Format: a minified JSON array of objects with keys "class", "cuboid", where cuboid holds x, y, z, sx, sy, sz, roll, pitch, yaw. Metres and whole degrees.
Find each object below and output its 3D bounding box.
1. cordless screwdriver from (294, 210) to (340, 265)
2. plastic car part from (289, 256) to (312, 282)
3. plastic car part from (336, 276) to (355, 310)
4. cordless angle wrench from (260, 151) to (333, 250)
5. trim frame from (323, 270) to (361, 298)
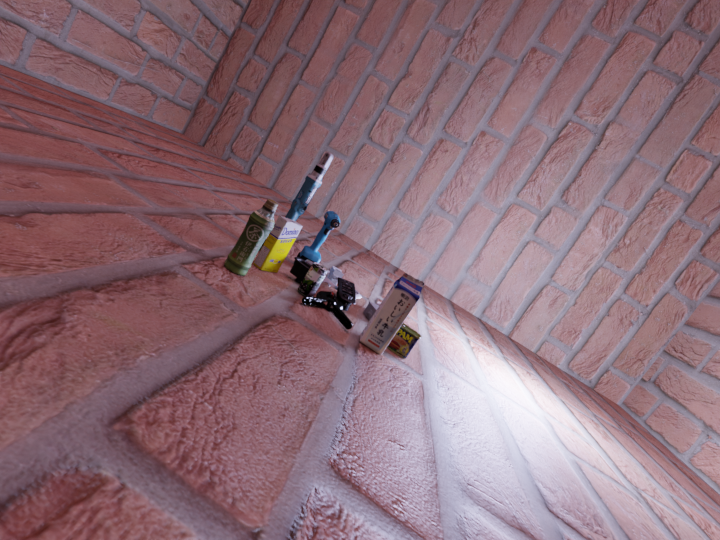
[{"class":"cordless screwdriver","cuboid":[-0.151,-0.099,1.546,0.072,0.248,0.164,29,9,-17]},{"class":"plastic car part","cuboid":[-0.184,0.013,1.406,0.117,0.071,0.065,32,9,3]},{"class":"plastic car part","cuboid":[-0.057,0.084,1.447,0.065,0.067,0.206,30,9,-11]},{"class":"cordless angle wrench","cuboid":[-0.215,-0.230,1.495,0.078,0.422,0.094,36,10,24]},{"class":"trim frame","cuboid":[-0.095,0.047,1.639,0.174,0.027,0.263,23,12,-41]}]
